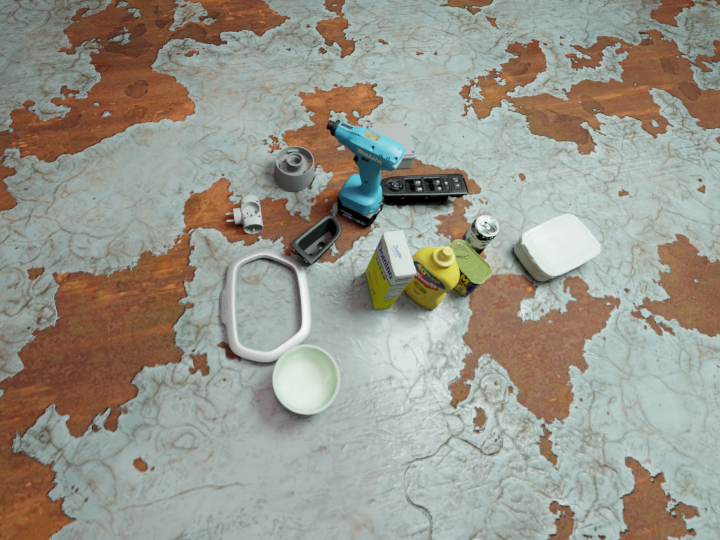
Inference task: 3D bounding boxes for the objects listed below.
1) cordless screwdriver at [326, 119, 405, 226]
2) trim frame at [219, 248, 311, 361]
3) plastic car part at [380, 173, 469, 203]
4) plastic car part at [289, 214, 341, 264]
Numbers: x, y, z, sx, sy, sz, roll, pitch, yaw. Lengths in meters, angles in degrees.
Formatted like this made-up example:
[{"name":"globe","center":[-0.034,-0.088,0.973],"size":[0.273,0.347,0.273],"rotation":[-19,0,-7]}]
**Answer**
[{"name":"cordless screwdriver","center":[-0.008,-0.205,0.895],"size":[0.162,0.244,0.074],"rotation":[30,64,8]},{"name":"trim frame","center":[-0.195,0.064,0.863],"size":[0.182,0.027,0.256],"rotation":[-7,63,-7]},{"name":"plastic car part","center":[0.142,-0.189,0.997],"size":[0.202,0.066,0.068],"rotation":[0,63,-4]},{"name":"plastic car part","center":[-0.089,-0.058,0.911],"size":[0.068,0.069,0.115],"rotation":[41,67,14]}]
